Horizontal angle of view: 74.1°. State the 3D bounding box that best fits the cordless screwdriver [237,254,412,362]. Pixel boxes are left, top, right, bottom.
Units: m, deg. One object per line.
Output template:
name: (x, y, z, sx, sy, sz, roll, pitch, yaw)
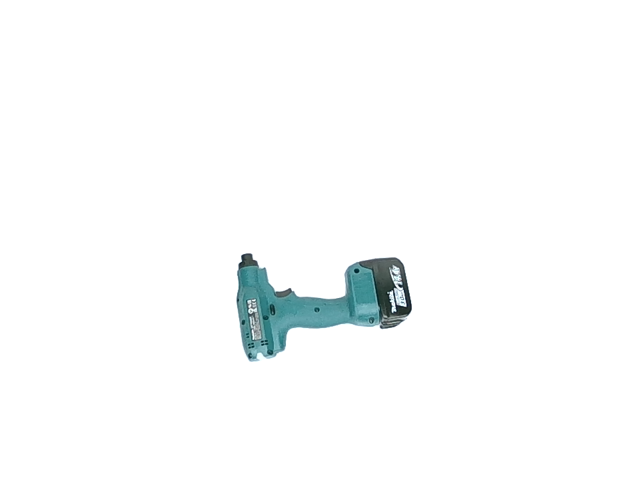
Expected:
cordless screwdriver: (0.000, 0.076, 0.627, 0.249, 0.159, 0.074, -12, -22, 0)
